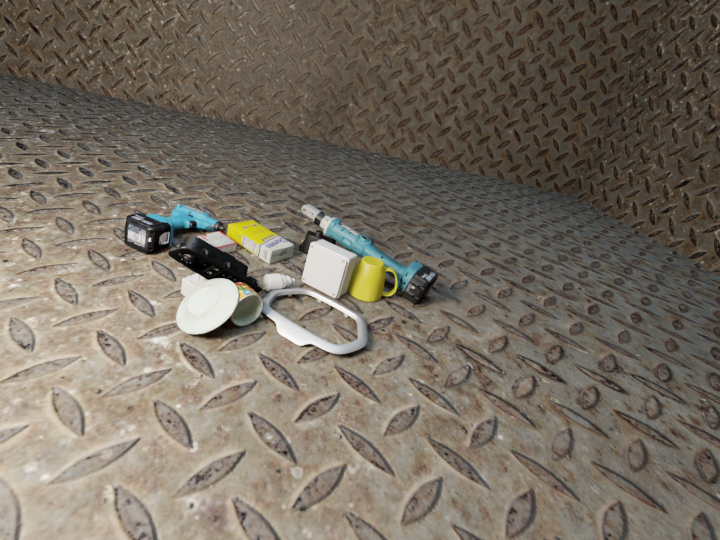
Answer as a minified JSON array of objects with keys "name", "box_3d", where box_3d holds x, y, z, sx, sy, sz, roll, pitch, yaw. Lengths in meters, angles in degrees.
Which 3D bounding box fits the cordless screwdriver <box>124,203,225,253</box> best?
[{"name":"cordless screwdriver","box_3d":[-0.476,-0.111,1.102,0.163,0.073,0.246,19,22,10]}]

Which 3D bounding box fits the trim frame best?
[{"name":"trim frame","box_3d":[-0.098,0.102,0.897,0.259,0.027,0.179,26,27,22]}]

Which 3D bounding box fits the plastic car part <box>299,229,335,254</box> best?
[{"name":"plastic car part","box_3d":[-0.118,-0.077,1.205,0.120,0.070,0.065,24,24,15]}]

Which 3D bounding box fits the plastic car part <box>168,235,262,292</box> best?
[{"name":"plastic car part","box_3d":[-0.290,-0.012,0.863,0.069,0.068,0.191,-16,-34,37]}]

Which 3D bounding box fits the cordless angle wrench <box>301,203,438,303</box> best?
[{"name":"cordless angle wrench","box_3d":[0.003,-0.067,1.152,0.439,0.074,0.095,34,29,19]}]
